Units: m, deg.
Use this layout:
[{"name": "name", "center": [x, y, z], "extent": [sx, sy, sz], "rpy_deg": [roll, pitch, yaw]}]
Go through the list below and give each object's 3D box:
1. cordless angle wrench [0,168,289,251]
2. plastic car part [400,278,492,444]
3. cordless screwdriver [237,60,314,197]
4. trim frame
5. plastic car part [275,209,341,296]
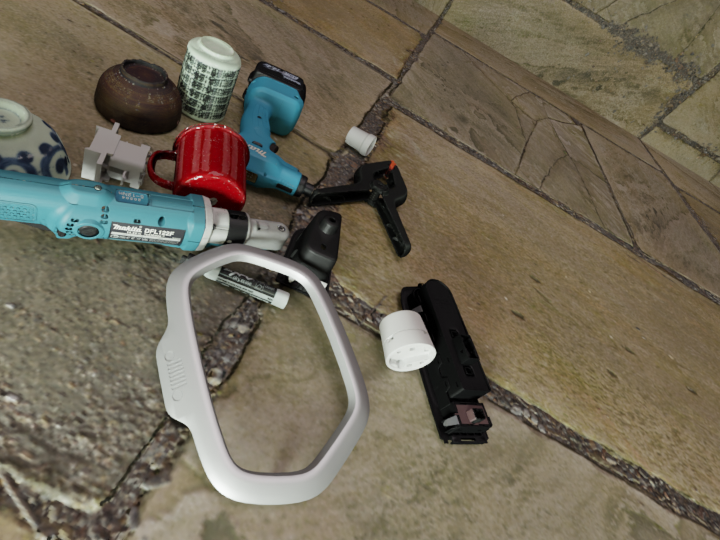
[{"name": "cordless angle wrench", "center": [-0.257, -0.056, 0.398], "extent": [0.403, 0.098, 0.077], "rpy_deg": [5, 52, -33]}, {"name": "plastic car part", "center": [0.099, 0.089, 0.495], "extent": [0.064, 0.066, 0.212], "rpy_deg": [4, 45, -22]}, {"name": "cordless screwdriver", "center": [-0.130, -0.214, 0.647], "extent": [0.155, 0.074, 0.254], "rpy_deg": [21, 45, -14]}, {"name": "trim frame", "center": [-0.090, 0.078, 0.395], "extent": [0.177, 0.027, 0.258], "rpy_deg": [-8, 61, -33]}, {"name": "plastic car part", "center": [-0.050, -0.033, 0.514], "extent": [0.064, 0.071, 0.119], "rpy_deg": [24, 44, -14]}]
